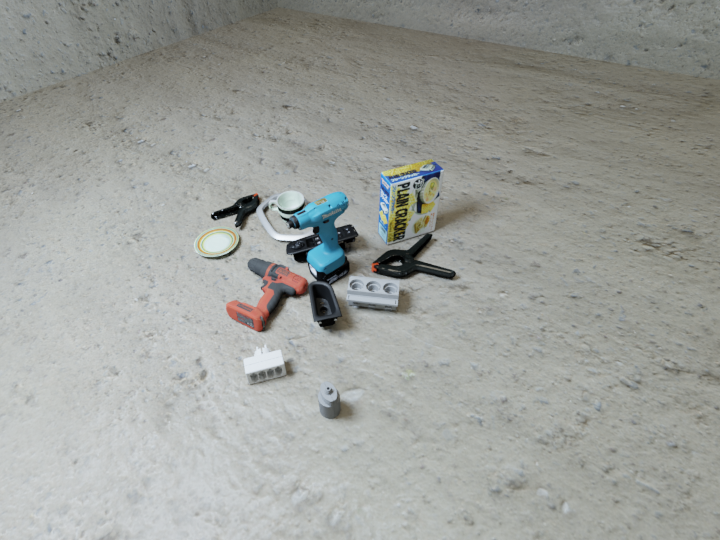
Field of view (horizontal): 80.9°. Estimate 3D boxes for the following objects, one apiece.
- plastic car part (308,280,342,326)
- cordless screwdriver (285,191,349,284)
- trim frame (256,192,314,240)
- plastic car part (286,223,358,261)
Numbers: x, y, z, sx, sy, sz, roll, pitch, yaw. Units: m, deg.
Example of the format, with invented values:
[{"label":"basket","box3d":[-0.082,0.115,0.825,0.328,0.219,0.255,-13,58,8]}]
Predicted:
[{"label":"plastic car part","box3d":[-0.088,0.087,1.011,0.065,0.068,0.122,-10,45,-9]},{"label":"cordless screwdriver","box3d":[-0.102,-0.067,1.047,0.156,0.240,0.078,-28,50,-25]},{"label":"trim frame","box3d":[-0.218,-0.169,1.314,0.180,0.026,0.262,-23,47,-18]},{"label":"plastic car part","box3d":[-0.109,-0.072,1.178,0.200,0.065,0.069,-14,45,-10]}]
